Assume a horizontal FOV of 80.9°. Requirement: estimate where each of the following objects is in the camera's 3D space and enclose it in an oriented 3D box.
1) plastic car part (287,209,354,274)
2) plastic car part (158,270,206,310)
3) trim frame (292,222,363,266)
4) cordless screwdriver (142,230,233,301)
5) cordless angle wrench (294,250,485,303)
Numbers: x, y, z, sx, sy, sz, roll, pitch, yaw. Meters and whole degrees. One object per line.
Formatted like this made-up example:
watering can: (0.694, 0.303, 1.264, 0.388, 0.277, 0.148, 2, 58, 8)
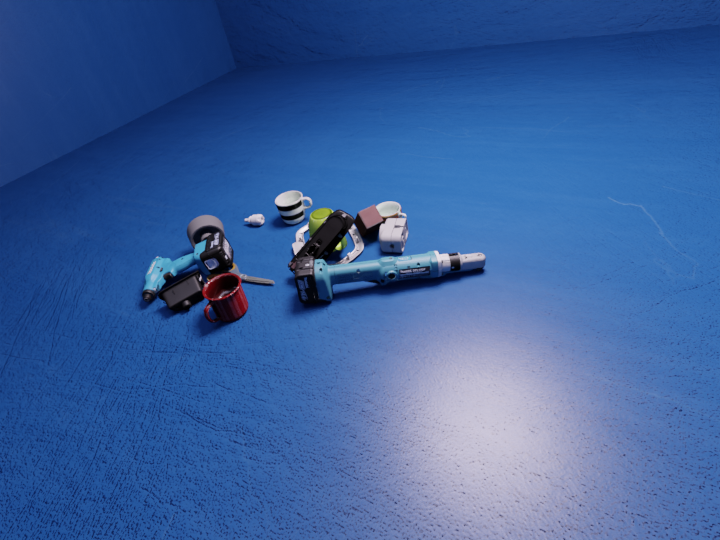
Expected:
plastic car part: (-0.099, -0.065, 1.016, 0.068, 0.065, 0.203, 44, 97, 15)
plastic car part: (-0.443, 0.065, 1.072, 0.115, 0.063, 0.075, -33, 55, -17)
trim frame: (-0.093, -0.079, 1.154, 0.183, 0.026, 0.260, -19, 39, -3)
cordless screwdriver: (-0.470, -0.006, 1.139, 0.252, 0.071, 0.165, -20, 37, 9)
cordless angle wrench: (0.066, -0.001, 0.955, 0.426, 0.094, 0.076, -7, 34, 5)
